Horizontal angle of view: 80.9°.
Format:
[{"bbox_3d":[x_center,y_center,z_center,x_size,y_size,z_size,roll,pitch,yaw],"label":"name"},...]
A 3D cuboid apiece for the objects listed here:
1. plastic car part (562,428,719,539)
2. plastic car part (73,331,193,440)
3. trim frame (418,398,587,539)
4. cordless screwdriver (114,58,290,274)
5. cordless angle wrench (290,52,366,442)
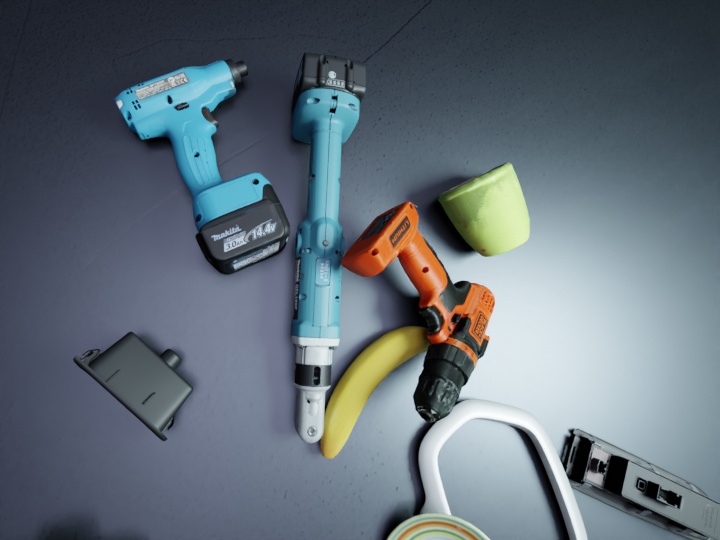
[{"bbox_3d":[0.347,0.259,0.496,0.200,0.067,0.067,27,68,-6],"label":"plastic car part"},{"bbox_3d":[-0.222,0.109,0.435,0.116,0.067,0.070,40,60,-4],"label":"plastic car part"},{"bbox_3d":[0.158,0.272,0.477,0.181,0.028,0.251,-17,83,-14],"label":"trim frame"},{"bbox_3d":[-0.157,-0.131,0.490,0.157,0.074,0.253,-29,80,-15],"label":"cordless screwdriver"},{"bbox_3d":[-0.047,-0.031,0.479,0.073,0.099,0.427,5,80,-16],"label":"cordless angle wrench"}]
